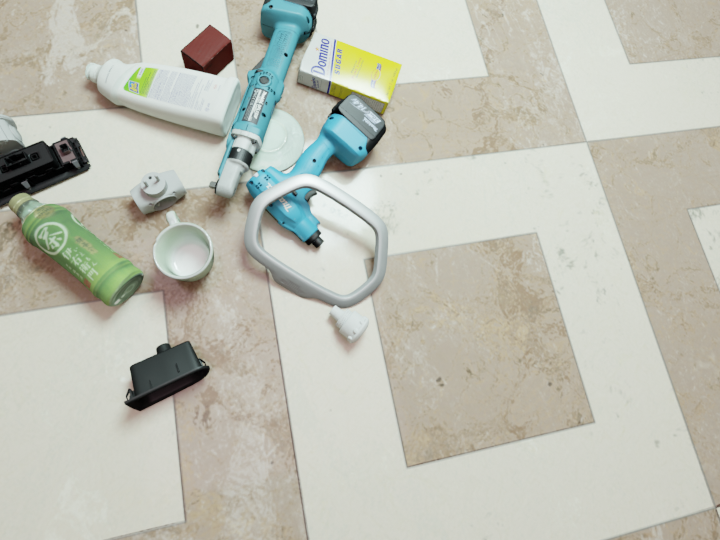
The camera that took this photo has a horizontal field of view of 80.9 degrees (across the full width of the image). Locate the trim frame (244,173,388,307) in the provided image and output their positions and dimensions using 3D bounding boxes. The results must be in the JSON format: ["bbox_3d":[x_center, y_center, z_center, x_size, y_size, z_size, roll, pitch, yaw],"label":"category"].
[{"bbox_3d":[-0.067,-0.044,0.681,0.242,0.028,0.184,31,92,-14],"label":"trim frame"}]

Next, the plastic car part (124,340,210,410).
[{"bbox_3d":[-0.288,0.146,0.623,0.115,0.065,0.073,-28,69,-17],"label":"plastic car part"}]

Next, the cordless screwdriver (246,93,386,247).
[{"bbox_3d":[-0.055,-0.169,0.723,0.158,0.075,0.247,45,78,-6],"label":"cordless screwdriver"}]

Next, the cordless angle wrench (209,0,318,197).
[{"bbox_3d":[-0.167,-0.313,0.731,0.098,0.074,0.427,14,72,-3],"label":"cordless angle wrench"}]

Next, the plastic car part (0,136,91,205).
[{"bbox_3d":[-0.542,-0.152,0.664,0.201,0.068,0.066,-30,91,-11],"label":"plastic car part"}]
